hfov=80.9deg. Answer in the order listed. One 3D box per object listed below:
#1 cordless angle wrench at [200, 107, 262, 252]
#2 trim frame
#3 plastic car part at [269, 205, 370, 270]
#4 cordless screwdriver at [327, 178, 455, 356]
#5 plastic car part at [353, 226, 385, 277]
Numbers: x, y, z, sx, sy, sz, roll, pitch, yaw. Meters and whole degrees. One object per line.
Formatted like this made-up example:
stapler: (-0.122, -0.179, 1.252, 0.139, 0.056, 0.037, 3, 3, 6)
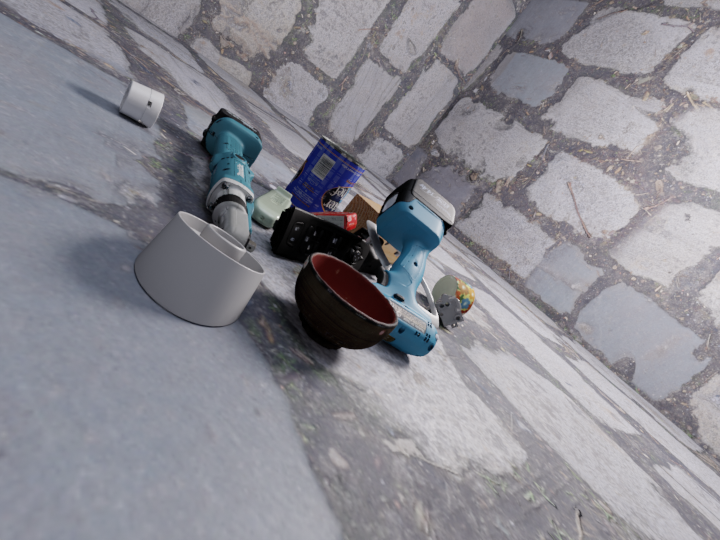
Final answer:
cordless angle wrench: (-0.187, -0.142, 0.614, 0.093, 0.074, 0.442, 29, 19, -29)
trim frame: (0.072, 0.006, 0.716, 0.235, 0.028, 0.192, 32, 32, -54)
plastic car part: (-0.060, -0.040, 0.618, 0.071, 0.066, 0.192, 18, 0, 41)
cordless screwdriver: (0.044, -0.025, 0.579, 0.154, 0.076, 0.252, 31, 51, -17)
plastic car part: (0.019, -0.021, 0.748, 0.110, 0.067, 0.074, 21, 37, -56)
